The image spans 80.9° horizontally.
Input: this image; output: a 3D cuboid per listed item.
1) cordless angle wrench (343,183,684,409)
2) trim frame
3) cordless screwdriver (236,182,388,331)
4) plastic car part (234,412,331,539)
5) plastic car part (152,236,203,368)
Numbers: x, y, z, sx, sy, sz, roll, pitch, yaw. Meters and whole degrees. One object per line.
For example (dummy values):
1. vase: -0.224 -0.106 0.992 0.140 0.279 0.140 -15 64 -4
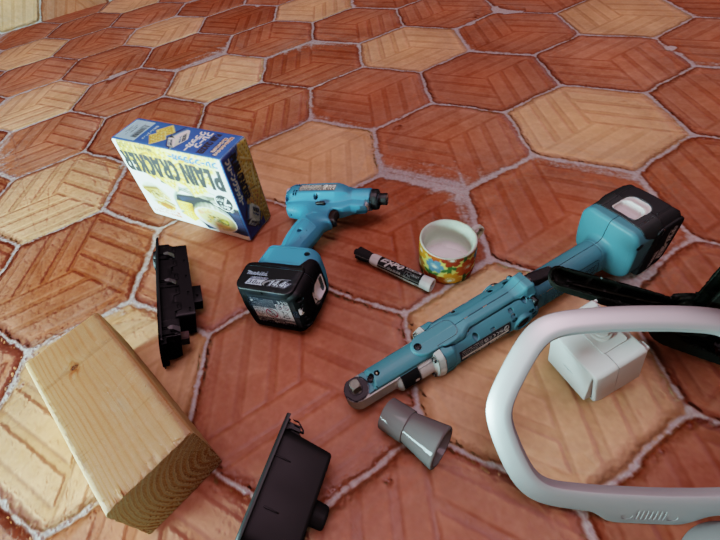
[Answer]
1. cordless angle wrench: 0.167 0.038 0.481 0.419 0.094 0.078 -29 51 -10
2. trim frame: 0.235 0.122 0.355 0.251 0.027 0.185 -3 86 6
3. cordless screwdriver: -0.057 -0.037 0.585 0.164 0.071 0.252 0 45 18
4. plastic car part: -0.062 0.206 0.389 0.072 0.064 0.118 16 55 3
5. plastic car part: -0.253 0.026 0.578 0.065 0.064 0.214 -15 47 -19
